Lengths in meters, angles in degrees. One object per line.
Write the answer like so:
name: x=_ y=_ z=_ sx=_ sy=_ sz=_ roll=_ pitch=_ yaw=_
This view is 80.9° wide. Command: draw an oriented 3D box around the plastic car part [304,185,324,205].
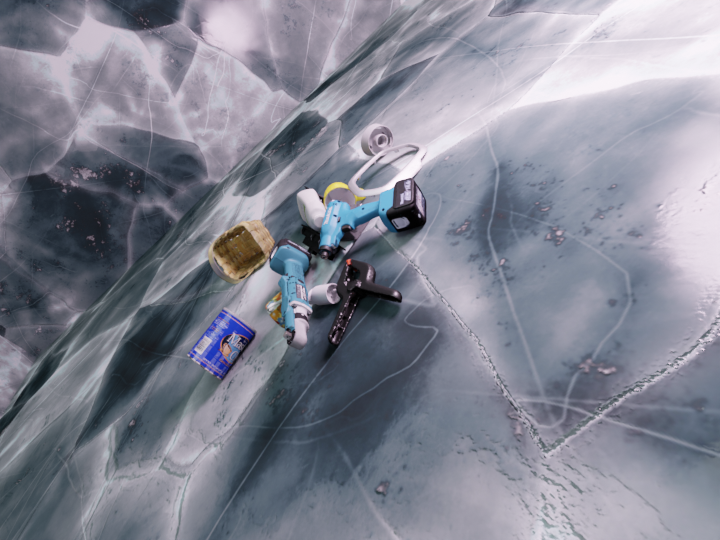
plastic car part: x=-0.153 y=-0.218 z=1.357 sx=0.071 sy=0.063 sz=0.122 roll=-57 pitch=31 yaw=8

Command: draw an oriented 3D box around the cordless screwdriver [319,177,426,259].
cordless screwdriver: x=0.017 y=-0.108 z=0.944 sx=0.258 sy=0.070 sz=0.162 roll=-10 pitch=50 yaw=32

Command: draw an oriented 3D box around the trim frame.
trim frame: x=0.072 y=-0.270 z=1.130 sx=0.194 sy=0.026 sz=0.246 roll=14 pitch=52 yaw=44

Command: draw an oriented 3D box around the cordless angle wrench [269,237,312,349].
cordless angle wrench: x=-0.144 y=0.043 z=0.908 sx=0.074 sy=0.095 sz=0.437 roll=-56 pitch=21 yaw=13

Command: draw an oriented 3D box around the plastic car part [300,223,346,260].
plastic car part: x=-0.108 y=-0.071 z=1.103 sx=0.067 sy=0.063 sz=0.213 roll=-57 pitch=30 yaw=-4
